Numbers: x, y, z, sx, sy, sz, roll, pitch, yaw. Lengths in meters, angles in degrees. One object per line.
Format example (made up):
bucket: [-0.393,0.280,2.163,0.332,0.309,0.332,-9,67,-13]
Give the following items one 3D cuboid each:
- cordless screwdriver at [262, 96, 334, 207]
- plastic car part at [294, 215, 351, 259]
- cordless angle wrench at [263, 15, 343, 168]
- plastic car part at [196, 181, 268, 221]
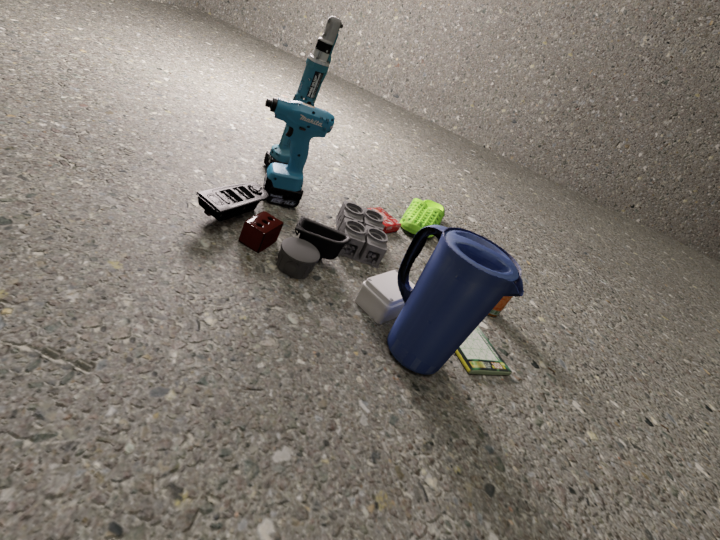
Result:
cordless screwdriver: [-0.178,-0.279,1.003,0.154,0.247,0.077,15,32,-20]
plastic car part: [-0.088,-0.057,0.895,0.116,0.070,0.067,24,30,-3]
cordless angle wrench: [-0.147,-0.445,1.114,0.093,0.420,0.078,1,40,-39]
plastic car part: [-0.268,-0.145,0.908,0.068,0.066,0.199,32,31,9]
